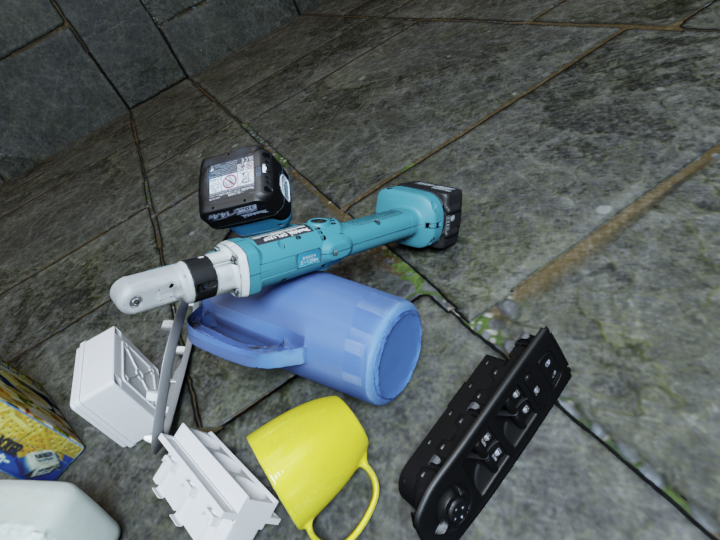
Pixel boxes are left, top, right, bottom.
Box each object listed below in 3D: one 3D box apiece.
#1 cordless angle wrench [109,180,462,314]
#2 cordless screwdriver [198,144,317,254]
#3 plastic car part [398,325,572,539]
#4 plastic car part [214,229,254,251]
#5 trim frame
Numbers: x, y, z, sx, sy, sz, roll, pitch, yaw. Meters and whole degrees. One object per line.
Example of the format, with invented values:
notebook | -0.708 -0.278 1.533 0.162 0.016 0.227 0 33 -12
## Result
cordless angle wrench | -0.045 -0.030 0.464 0.408 0.073 0.104 -20 30 -37
cordless screwdriver | -0.101 -0.069 0.567 0.161 0.240 0.076 -8 71 7
plastic car part | 0.100 0.135 0.362 0.071 0.063 0.201 12 53 50
plastic car part | -0.200 -0.019 0.703 0.073 0.063 0.117 11 54 19
trim frame | -0.227 0.095 0.524 0.027 0.181 0.258 7 37 -16
